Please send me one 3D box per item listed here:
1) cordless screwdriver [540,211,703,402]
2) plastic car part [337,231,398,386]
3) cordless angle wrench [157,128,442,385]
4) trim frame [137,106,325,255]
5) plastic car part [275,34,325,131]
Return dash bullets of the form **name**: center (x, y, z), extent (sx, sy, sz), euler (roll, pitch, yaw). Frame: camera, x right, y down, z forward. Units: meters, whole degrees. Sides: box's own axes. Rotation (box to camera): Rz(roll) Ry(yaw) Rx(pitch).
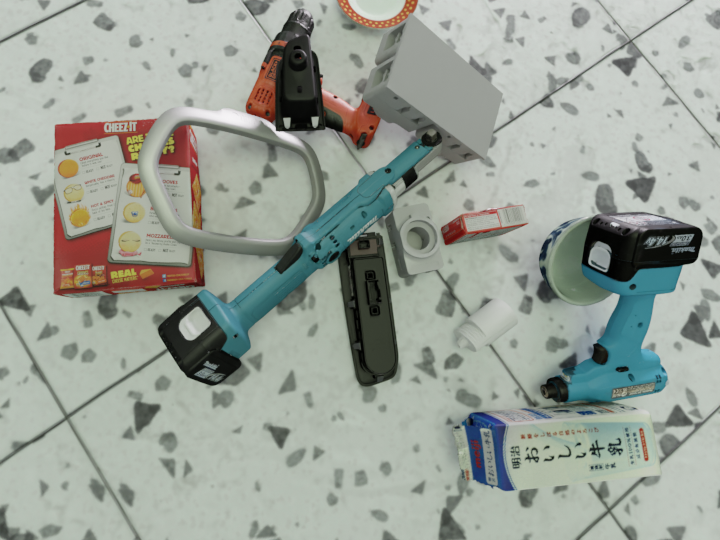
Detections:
- **cordless screwdriver**: center (0.310, 0.056, 0.525), extent (0.158, 0.077, 0.243), euler (-7, 110, -7)
- **plastic car part**: center (0.016, 0.048, 0.552), extent (0.065, 0.068, 0.204), euler (-4, 83, -15)
- **cordless angle wrench**: center (-0.052, -0.034, 0.528), extent (0.421, 0.094, 0.078), euler (-42, 65, -9)
- **trim frame**: center (-0.149, -0.113, 0.534), extent (0.237, 0.029, 0.185), euler (5, 85, -32)
- **plastic car part**: center (-0.078, -0.243, 0.534), extent (0.065, 0.071, 0.117), euler (-3, 85, -6)
